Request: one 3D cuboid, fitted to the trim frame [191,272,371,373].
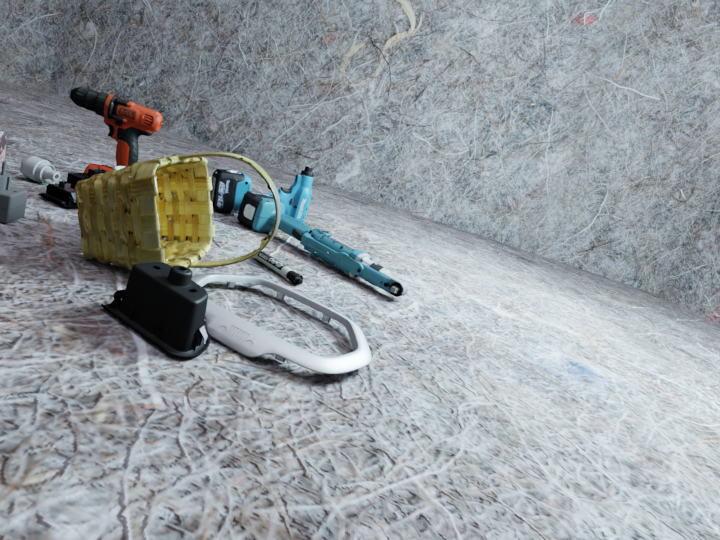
[{"bbox_3d":[-0.102,0.056,0.508,0.257,0.027,0.179,24,14,17],"label":"trim frame"}]

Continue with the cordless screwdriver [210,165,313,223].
[{"bbox_3d":[-0.236,-0.200,1.038,0.238,0.158,0.078,9,16,-28],"label":"cordless screwdriver"}]

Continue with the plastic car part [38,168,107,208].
[{"bbox_3d":[-0.474,-0.152,0.776,0.068,0.066,0.199,14,10,10],"label":"plastic car part"}]

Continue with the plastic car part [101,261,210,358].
[{"bbox_3d":[-0.189,0.028,0.419,0.122,0.070,0.063,22,15,26],"label":"plastic car part"}]

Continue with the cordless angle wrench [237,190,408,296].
[{"bbox_3d":[-0.084,-0.055,0.864,0.446,0.074,0.093,29,17,31],"label":"cordless angle wrench"}]
